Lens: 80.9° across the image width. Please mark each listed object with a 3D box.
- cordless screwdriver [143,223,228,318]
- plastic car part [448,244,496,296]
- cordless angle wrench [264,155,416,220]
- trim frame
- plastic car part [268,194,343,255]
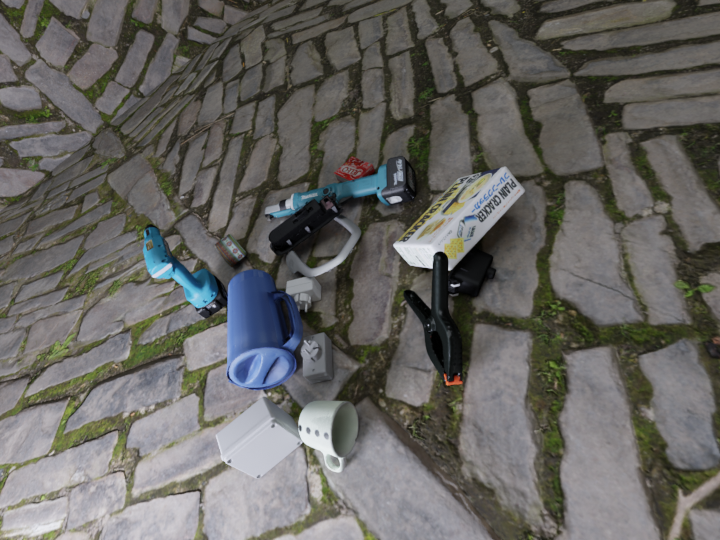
[{"bbox_3d":[-0.419,0.000,1.003,0.074,0.236,0.168,-35,51,-2],"label":"cordless screwdriver"},{"bbox_3d":[0.212,0.000,0.788,0.074,0.063,0.116,25,64,23],"label":"plastic car part"},{"bbox_3d":[-0.074,-0.190,1.081,0.439,0.070,0.100,-8,68,28],"label":"cordless angle wrench"},{"bbox_3d":[-0.097,-0.064,0.996,0.183,0.026,0.262,-38,36,-7],"label":"trim frame"},{"bbox_3d":[-0.141,-0.111,1.011,0.204,0.063,0.069,-38,59,9],"label":"plastic car part"}]
